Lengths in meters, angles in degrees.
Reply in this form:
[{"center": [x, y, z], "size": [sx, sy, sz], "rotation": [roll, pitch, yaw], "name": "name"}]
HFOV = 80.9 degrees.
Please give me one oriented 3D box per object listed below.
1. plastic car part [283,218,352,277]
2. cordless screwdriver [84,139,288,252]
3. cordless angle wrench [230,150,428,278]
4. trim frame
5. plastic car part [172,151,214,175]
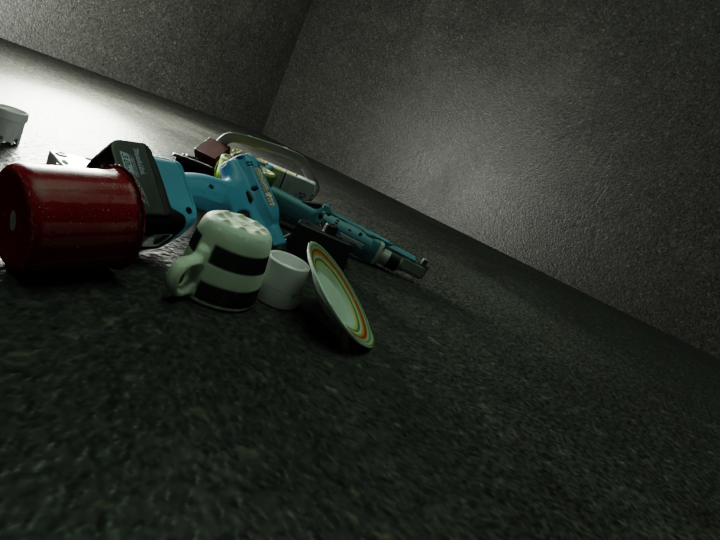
[{"center": [-0.063, -0.041, 0.648], "size": [0.116, 0.070, 0.067], "rotation": [20, 16, -3], "name": "plastic car part"}, {"center": [-0.181, -0.065, 0.496], "size": [0.240, 0.076, 0.161], "rotation": [-17, 80, -61], "name": "cordless screwdriver"}, {"center": [-0.063, -0.087, 0.795], "size": [0.419, 0.098, 0.075], "rotation": [27, 14, -5], "name": "cordless angle wrench"}, {"center": [-0.205, -0.211, 0.899], "size": [0.249, 0.181, 0.028], "rotation": [17, 57, -1], "name": "trim frame"}, {"center": [-0.303, -0.175, 0.746], "size": [0.064, 0.066, 0.213], "rotation": [10, 15, -26], "name": "plastic car part"}]
